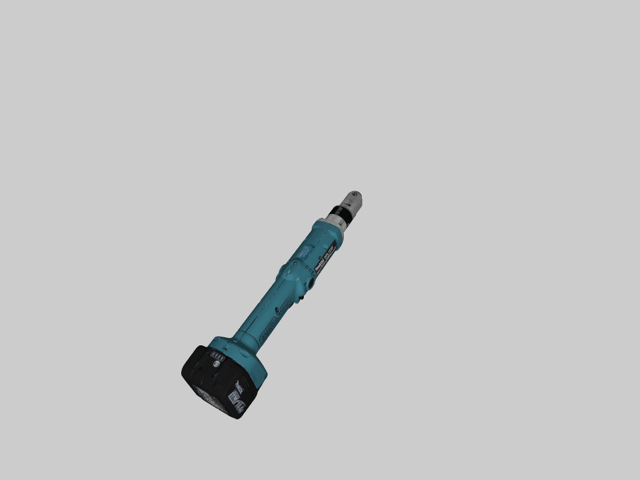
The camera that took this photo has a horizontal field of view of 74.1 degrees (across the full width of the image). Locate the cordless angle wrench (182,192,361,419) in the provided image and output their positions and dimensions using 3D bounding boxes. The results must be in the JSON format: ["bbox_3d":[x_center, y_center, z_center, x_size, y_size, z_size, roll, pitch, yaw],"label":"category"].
[{"bbox_3d":[-0.037,0.060,0.655,0.074,0.421,0.098,20,-36,24],"label":"cordless angle wrench"}]
